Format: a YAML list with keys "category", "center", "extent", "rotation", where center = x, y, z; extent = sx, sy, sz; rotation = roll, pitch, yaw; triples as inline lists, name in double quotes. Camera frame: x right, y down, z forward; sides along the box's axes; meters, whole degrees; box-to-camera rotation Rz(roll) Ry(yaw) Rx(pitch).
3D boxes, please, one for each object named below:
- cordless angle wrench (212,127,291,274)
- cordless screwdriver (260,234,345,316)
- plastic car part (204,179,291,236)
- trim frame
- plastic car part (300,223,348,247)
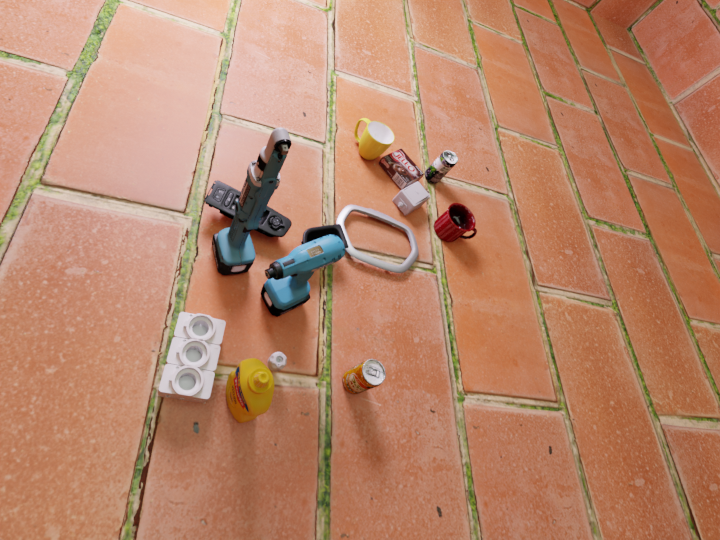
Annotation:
- category: "cordless angle wrench"
  center: [-0.204, -0.116, 0.786]
  extent: [0.071, 0.426, 0.101]
  rotation: [-7, 69, -30]
- category: "cordless screwdriver"
  center: [-0.143, 0.020, 0.843]
  extent: [0.154, 0.251, 0.076]
  rotation: [-24, 78, -34]
- category: "plastic car part"
  center: [-0.262, -0.129, 0.988]
  extent: [0.199, 0.067, 0.067]
  rotation: [24, 56, -10]
- category: "trim frame"
  center: [0.047, -0.087, 1.123]
  extent: [0.242, 0.028, 0.188]
  rotation: [17, 57, -14]
- category: "plastic car part"
  center: [-0.100, -0.065, 1.020]
  extent: [0.112, 0.071, 0.068]
  rotation: [-10, 69, -29]
